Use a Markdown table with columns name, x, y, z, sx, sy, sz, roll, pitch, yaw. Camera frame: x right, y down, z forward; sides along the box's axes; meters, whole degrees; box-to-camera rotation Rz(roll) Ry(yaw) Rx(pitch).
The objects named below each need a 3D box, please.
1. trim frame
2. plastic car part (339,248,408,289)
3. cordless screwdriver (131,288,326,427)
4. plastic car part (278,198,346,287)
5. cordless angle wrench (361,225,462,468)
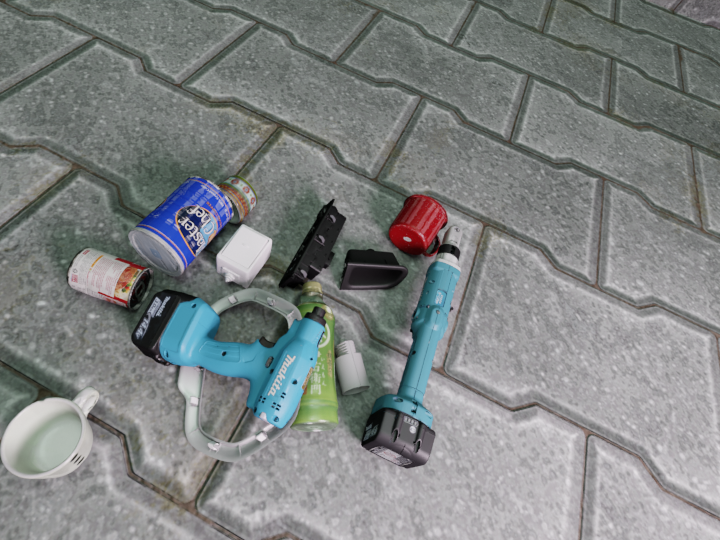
| name | x | y | z | sx | sy | sz | roll | pitch | yaw |
| --- | --- | --- | --- | --- | --- | --- | --- | --- | --- |
| trim frame | -0.171 | 0.136 | 0.606 | 0.187 | 0.026 | 0.255 | -8 | 59 | 11 |
| plastic car part | 0.018 | -0.009 | 0.759 | 0.113 | 0.065 | 0.074 | -1 | 44 | -18 |
| cordless screwdriver | -0.177 | 0.090 | 0.585 | 0.258 | 0.071 | 0.160 | 17 | 64 | 19 |
| plastic car part | -0.074 | -0.049 | 0.759 | 0.066 | 0.066 | 0.205 | 26 | 55 | -10 |
| cordless angle wrench | 0.110 | 0.084 | 0.681 | 0.074 | 0.097 | 0.426 | 24 | 57 | -2 |
